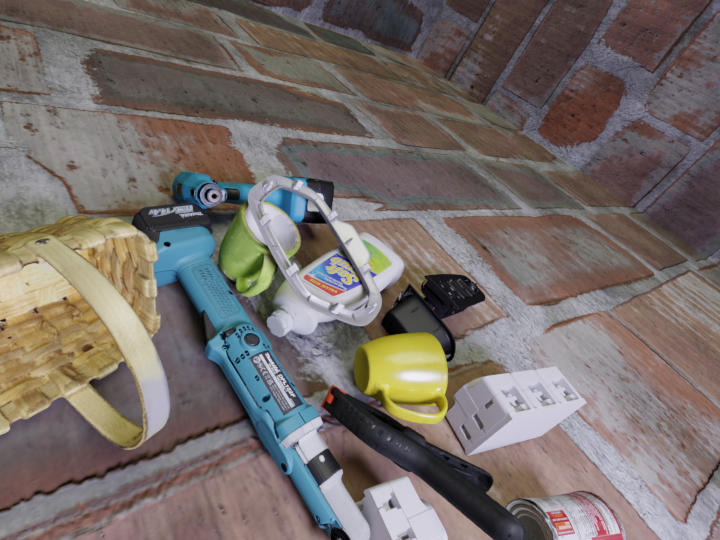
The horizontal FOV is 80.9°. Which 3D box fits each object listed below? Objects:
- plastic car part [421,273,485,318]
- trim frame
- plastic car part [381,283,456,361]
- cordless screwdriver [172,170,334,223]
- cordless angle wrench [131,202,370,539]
[{"bbox_3d":[0.151,0.045,0.687,0.069,0.067,0.194,40,24,24],"label":"plastic car part"},{"bbox_3d":[-0.055,-0.036,0.567,0.176,0.028,0.258,-3,54,-53],"label":"trim frame"},{"bbox_3d":[0.076,0.090,0.613,0.069,0.065,0.122,-20,58,-30],"label":"plastic car part"},{"bbox_3d":[-0.153,-0.115,0.658,0.238,0.074,0.168,-1,13,-33],"label":"cordless screwdriver"},{"bbox_3d":[-0.129,0.090,0.462,0.094,0.074,0.442,-14,54,-44],"label":"cordless angle wrench"}]
